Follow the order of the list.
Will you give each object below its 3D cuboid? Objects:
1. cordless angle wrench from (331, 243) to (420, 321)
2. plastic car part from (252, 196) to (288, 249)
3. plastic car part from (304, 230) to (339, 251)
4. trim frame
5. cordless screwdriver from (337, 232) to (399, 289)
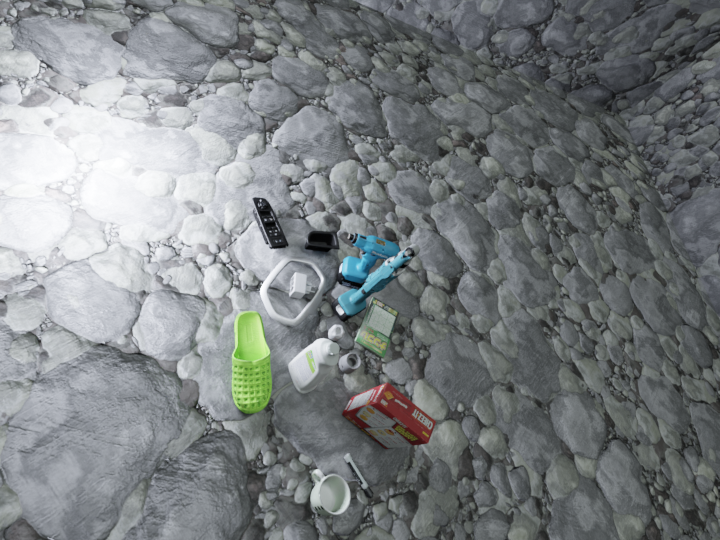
[{"bbox_3d":[0.044,0.033,1.200,0.095,0.426,0.076,-26,79,-36],"label":"cordless angle wrench"},{"bbox_3d":[-0.302,-0.149,1.375,0.064,0.067,0.209,-12,67,-31],"label":"plastic car part"},{"bbox_3d":[-0.138,-0.090,1.412,0.112,0.071,0.068,2,63,-25],"label":"plastic car part"},{"bbox_3d":[-0.204,0.060,1.320,0.184,0.028,0.248,35,53,-2],"label":"trim frame"},{"bbox_3d":[-0.007,-0.034,1.326,0.155,0.251,0.076,20,57,-17],"label":"cordless screwdriver"}]
